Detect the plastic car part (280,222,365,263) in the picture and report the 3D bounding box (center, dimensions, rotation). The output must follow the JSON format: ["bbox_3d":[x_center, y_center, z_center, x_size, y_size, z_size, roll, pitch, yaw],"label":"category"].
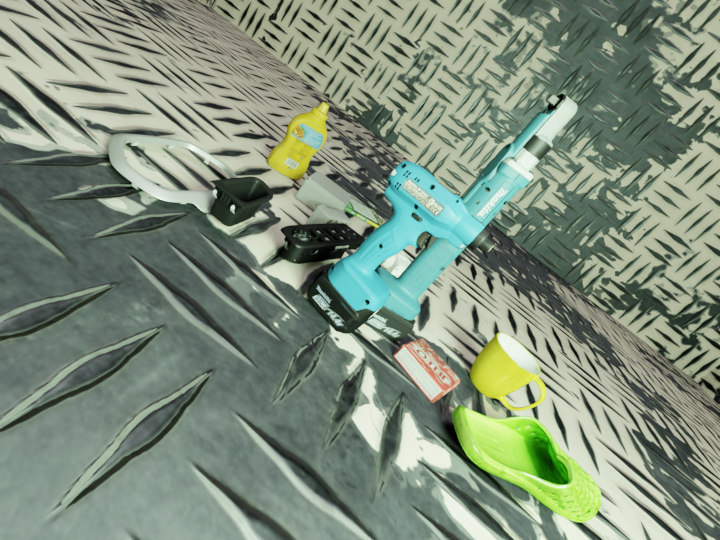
[{"bbox_3d":[-0.072,-0.047,0.732,0.069,0.067,0.194,47,23,20],"label":"plastic car part"}]

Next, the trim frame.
[{"bbox_3d":[-0.289,-0.161,0.687,0.189,0.027,0.242,42,22,12],"label":"trim frame"}]

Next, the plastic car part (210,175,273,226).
[{"bbox_3d":[-0.189,-0.102,0.661,0.067,0.071,0.114,40,22,5],"label":"plastic car part"}]

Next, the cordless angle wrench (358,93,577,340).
[{"bbox_3d":[0.150,-0.070,0.630,0.095,0.424,0.076,33,23,-15],"label":"cordless angle wrench"}]

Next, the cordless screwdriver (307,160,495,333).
[{"bbox_3d":[0.048,-0.010,0.591,0.164,0.249,0.072,44,22,13],"label":"cordless screwdriver"}]
